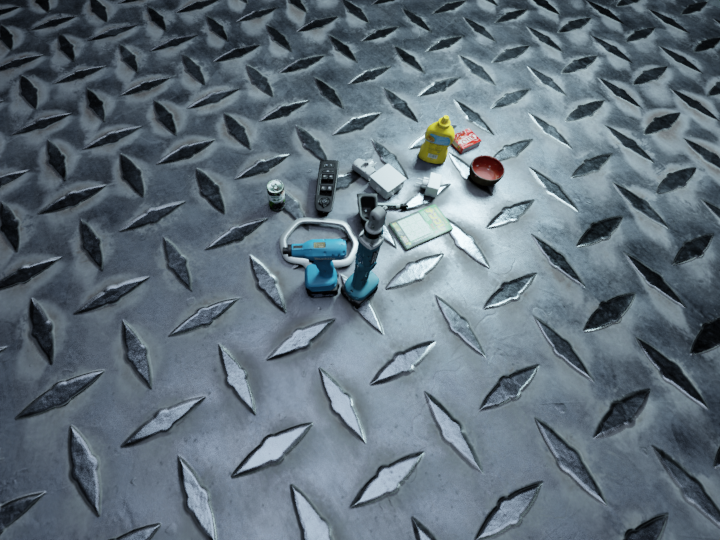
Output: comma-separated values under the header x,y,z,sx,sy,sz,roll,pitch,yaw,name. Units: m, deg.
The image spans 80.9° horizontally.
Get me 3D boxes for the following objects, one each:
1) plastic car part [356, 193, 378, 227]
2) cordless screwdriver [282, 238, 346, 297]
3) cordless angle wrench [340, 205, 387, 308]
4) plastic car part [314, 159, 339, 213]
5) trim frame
x,y,z,sx,sy,sz,roll,pitch,yaw,name
0.021,-0.180,1.340,0.066,0.069,0.120,0,61,-4,plastic car part
-0.125,-0.007,1.141,0.158,0.243,0.076,0,63,-5,cordless screwdriver
0.015,-0.029,1.059,0.097,0.414,0.077,-40,73,-23,cordless angle wrench
-0.112,-0.267,1.388,0.066,0.065,0.207,5,61,-1,plastic car part
-0.128,-0.084,1.307,0.249,0.027,0.188,4,61,1,trim frame
